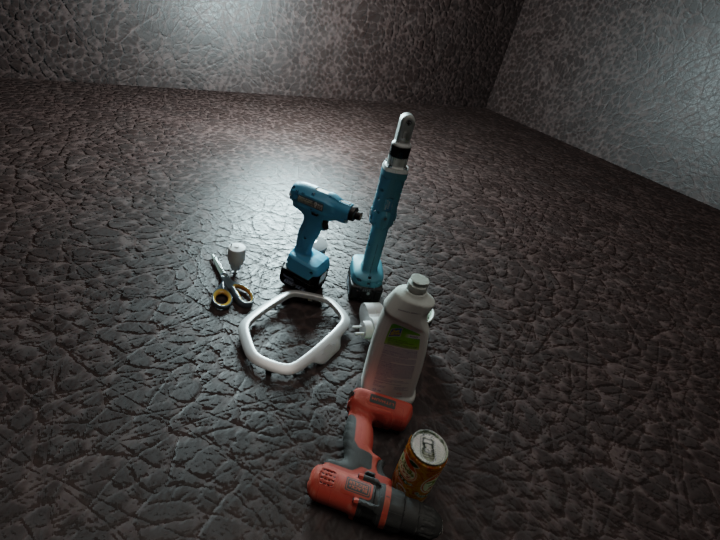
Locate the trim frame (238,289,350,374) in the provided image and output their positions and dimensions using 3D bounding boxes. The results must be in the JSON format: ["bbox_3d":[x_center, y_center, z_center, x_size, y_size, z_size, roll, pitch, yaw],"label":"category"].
[{"bbox_3d":[-0.129,0.116,0.845,0.192,0.027,0.243,27,37,23],"label":"trim frame"}]

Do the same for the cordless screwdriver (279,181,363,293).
[{"bbox_3d":[-0.090,-0.059,0.920,0.165,0.244,0.073,25,34,18],"label":"cordless screwdriver"}]

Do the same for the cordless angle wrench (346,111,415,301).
[{"bbox_3d":[0.047,-0.120,0.895,0.073,0.415,0.101,9,33,-9],"label":"cordless angle wrench"}]
